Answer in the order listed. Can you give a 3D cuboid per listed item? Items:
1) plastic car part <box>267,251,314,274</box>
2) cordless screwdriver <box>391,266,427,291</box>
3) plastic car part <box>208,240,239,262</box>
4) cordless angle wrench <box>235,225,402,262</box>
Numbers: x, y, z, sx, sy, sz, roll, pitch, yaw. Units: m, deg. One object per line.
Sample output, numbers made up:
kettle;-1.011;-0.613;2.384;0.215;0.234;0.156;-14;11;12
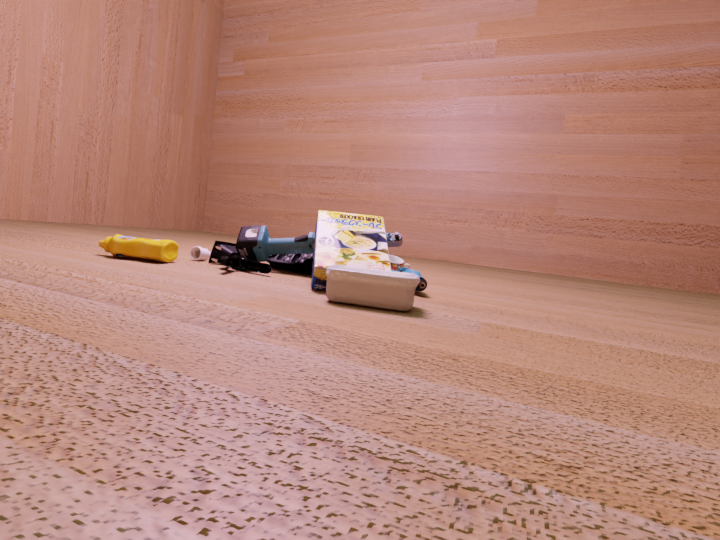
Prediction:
plastic car part;-0.182;-0.027;1.162;0.211;0.067;0.064;11;-33;23
cordless screwdriver;0.027;0.008;0.999;0.247;0.074;0.161;10;4;-6
plastic car part;-0.357;-0.039;1.187;0.074;0.066;0.111;25;9;27
cordless angle wrench;-0.107;-0.070;1.092;0.430;0.076;0.094;-1;-41;10
